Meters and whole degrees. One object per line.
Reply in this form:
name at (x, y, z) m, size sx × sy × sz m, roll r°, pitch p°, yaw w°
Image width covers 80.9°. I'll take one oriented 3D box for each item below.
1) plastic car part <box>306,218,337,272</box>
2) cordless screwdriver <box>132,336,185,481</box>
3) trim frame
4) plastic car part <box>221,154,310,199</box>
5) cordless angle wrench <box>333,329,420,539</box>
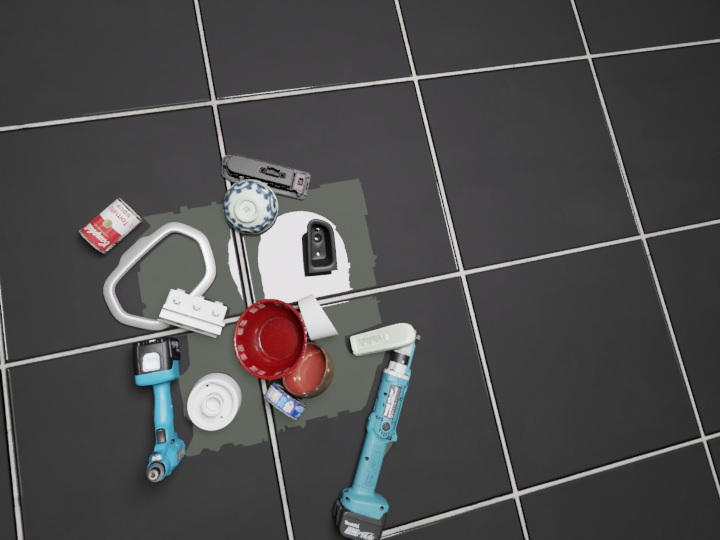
plastic car part at (-0.091, -0.060, 0.932) m, size 0.065 × 0.073 × 0.115 m, roll -5°, pitch 99°, yaw -12°
cordless screwdriver at (-0.382, 0.256, 0.801) m, size 0.073 × 0.160 × 0.252 m, roll -8°, pitch 82°, yaw -13°
trim frame at (-0.425, 0.011, 0.902) m, size 0.184 × 0.028 × 0.248 m, roll 42°, pitch 80°, yaw -1°
plastic car part at (-0.215, -0.215, 0.948) m, size 0.202 × 0.067 × 0.066 m, roll 13°, pitch 88°, yaw -3°
cordless angle wrench at (0.048, 0.327, 0.894) m, size 0.097 × 0.075 × 0.425 m, roll 19°, pitch 77°, yaw -7°
